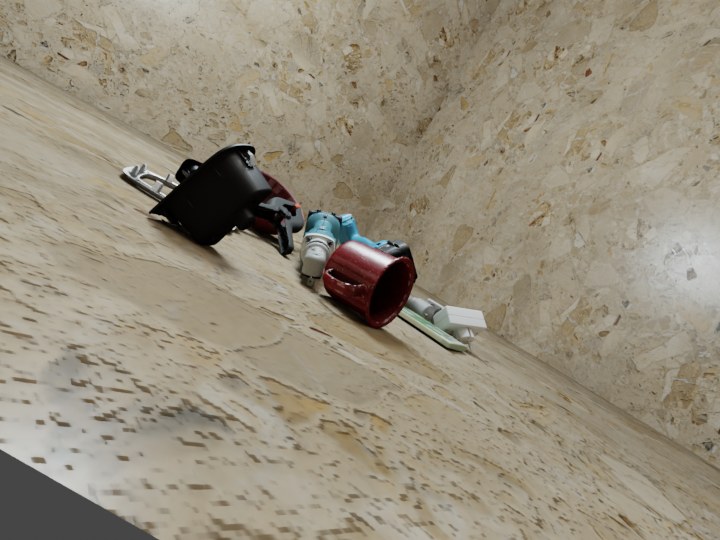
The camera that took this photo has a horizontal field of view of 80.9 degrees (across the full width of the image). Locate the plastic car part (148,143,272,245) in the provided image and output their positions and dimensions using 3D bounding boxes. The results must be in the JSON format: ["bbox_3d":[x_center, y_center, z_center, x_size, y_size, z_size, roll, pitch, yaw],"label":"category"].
[{"bbox_3d":[-0.140,-0.068,0.431,0.072,0.117,0.064,55,8,8],"label":"plastic car part"}]

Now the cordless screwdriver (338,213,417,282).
[{"bbox_3d":[0.023,-0.020,0.924,0.262,0.073,0.153,37,-31,56],"label":"cordless screwdriver"}]

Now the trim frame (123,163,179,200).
[{"bbox_3d":[-0.263,-0.113,0.644,0.177,0.027,0.258,29,2,-22],"label":"trim frame"}]

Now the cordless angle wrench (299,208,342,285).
[{"bbox_3d":[-0.071,-0.047,0.730,0.074,0.097,0.428,12,10,-6],"label":"cordless angle wrench"}]

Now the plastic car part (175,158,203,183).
[{"bbox_3d":[-0.306,-0.172,0.897,0.070,0.067,0.193,60,16,24],"label":"plastic car part"}]
